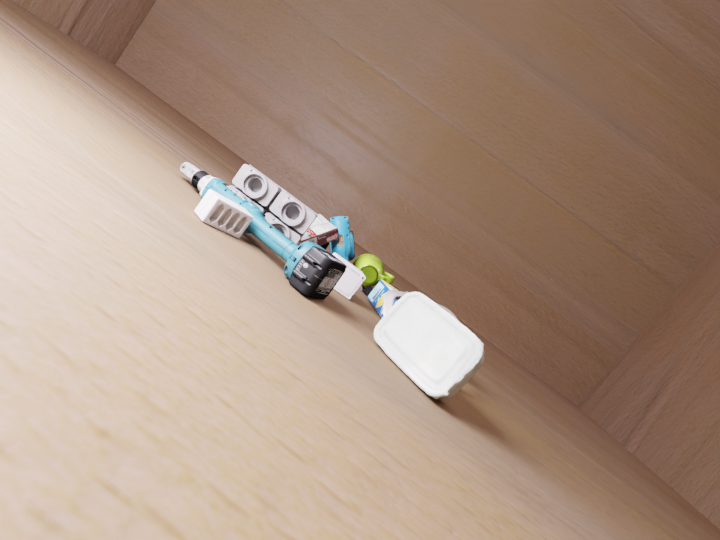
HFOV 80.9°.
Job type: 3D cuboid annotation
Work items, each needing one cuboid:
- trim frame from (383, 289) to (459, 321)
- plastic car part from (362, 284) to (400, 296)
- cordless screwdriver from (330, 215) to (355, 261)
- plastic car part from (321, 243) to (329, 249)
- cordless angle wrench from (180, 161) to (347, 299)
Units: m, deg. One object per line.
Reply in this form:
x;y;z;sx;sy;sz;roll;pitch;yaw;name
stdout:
0.137;0.122;0.841;0.237;0.028;0.191;17;45;-31;trim frame
0.087;0.079;1.177;0.070;0.067;0.191;33;-1;43;plastic car part
-0.053;-0.058;1.212;0.074;0.160;0.246;-4;-4;-1;cordless screwdriver
-0.113;-0.074;1.151;0.065;0.071;0.118;36;9;-9;plastic car part
-0.213;-0.101;0.798;0.443;0.074;0.093;37;5;25;cordless angle wrench
